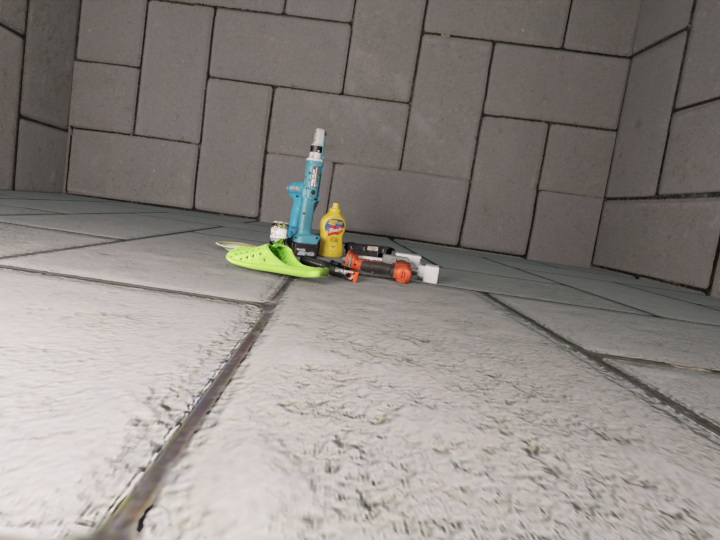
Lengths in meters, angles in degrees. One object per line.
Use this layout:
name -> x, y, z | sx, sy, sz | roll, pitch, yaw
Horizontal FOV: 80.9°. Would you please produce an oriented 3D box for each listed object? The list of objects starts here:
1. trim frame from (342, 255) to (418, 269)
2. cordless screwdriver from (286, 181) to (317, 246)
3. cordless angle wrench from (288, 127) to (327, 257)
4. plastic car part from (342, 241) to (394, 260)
trim frame -> 0.062, -0.022, 1.382 | 0.253, 0.027, 0.182 | 9, 8, 9
cordless screwdriver -> -0.216, -0.192, 1.519 | 0.071, 0.247, 0.168 | 4, 7, -42
cordless angle wrench -> -0.164, -0.256, 1.394 | 0.094, 0.421, 0.077 | 6, 6, -25
plastic car part -> 0.021, -0.071, 1.547 | 0.213, 0.067, 0.063 | 13, 8, 34
